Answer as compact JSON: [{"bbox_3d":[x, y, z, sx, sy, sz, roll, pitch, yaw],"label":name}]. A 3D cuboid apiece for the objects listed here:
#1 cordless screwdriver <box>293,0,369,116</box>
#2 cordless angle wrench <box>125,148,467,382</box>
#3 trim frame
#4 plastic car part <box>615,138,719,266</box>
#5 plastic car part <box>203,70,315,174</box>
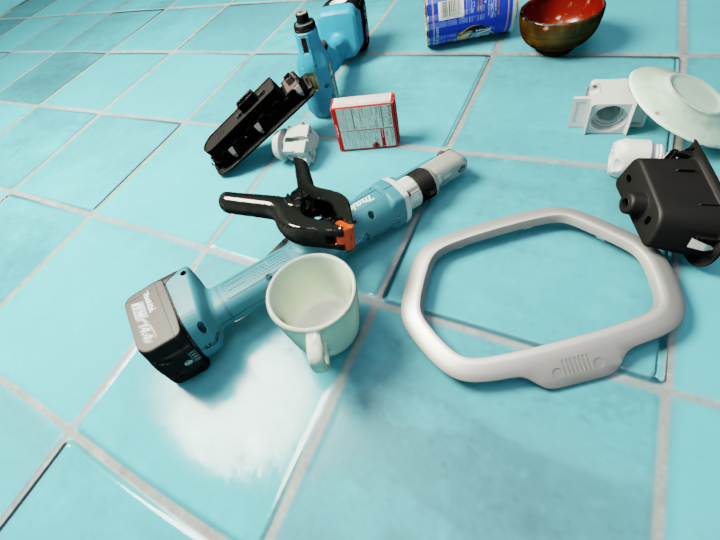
[{"bbox_3d":[-0.050,-0.393,0.709,0.076,0.152,0.252,3,52,16],"label":"cordless screwdriver"},{"bbox_3d":[-0.047,-0.031,0.482,0.419,0.071,0.103,-32,52,-12],"label":"cordless angle wrench"},{"bbox_3d":[0.162,0.018,0.407,0.249,0.026,0.192,-16,49,2],"label":"trim frame"},{"bbox_3d":[0.285,-0.065,0.401,0.071,0.064,0.119,9,55,2],"label":"plastic car part"},{"bbox_3d":[-0.162,-0.222,0.630,0.205,0.063,0.069,-39,54,20],"label":"plastic car part"}]
